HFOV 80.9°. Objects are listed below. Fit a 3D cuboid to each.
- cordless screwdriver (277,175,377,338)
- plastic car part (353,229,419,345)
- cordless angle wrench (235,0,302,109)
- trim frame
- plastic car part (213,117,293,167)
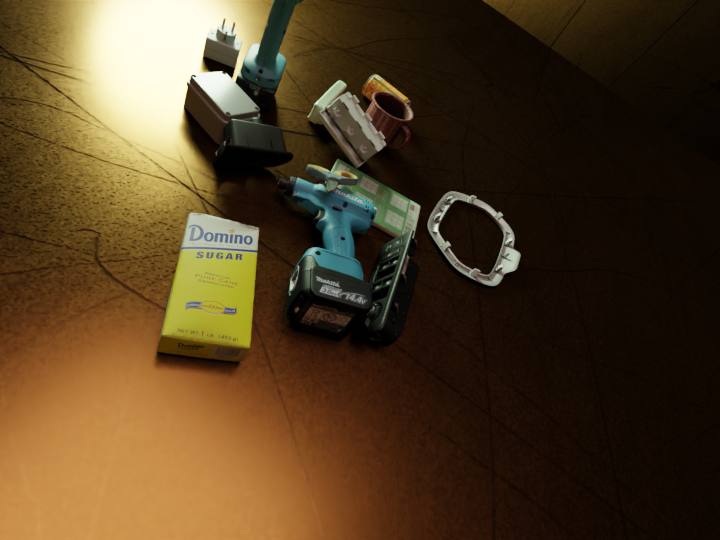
[{"bbox_3d":[-0.058,-0.038,0.592,0.155,0.074,0.255,20,42,-14],"label":"cordless screwdriver"},{"bbox_3d":[0.043,0.029,0.603,0.065,0.068,0.203,52,39,-21],"label":"plastic car part"},{"bbox_3d":[-0.108,-0.456,0.666,0.072,0.424,0.100,22,47,-17],"label":"cordless angle wrench"},{"bbox_3d":[0.221,-0.070,0.806,0.186,0.027,0.246,38,43,3],"label":"trim frame"},{"bbox_3d":[-0.168,-0.204,0.661,0.112,0.068,0.071,-7,83,-36],"label":"plastic car part"}]
